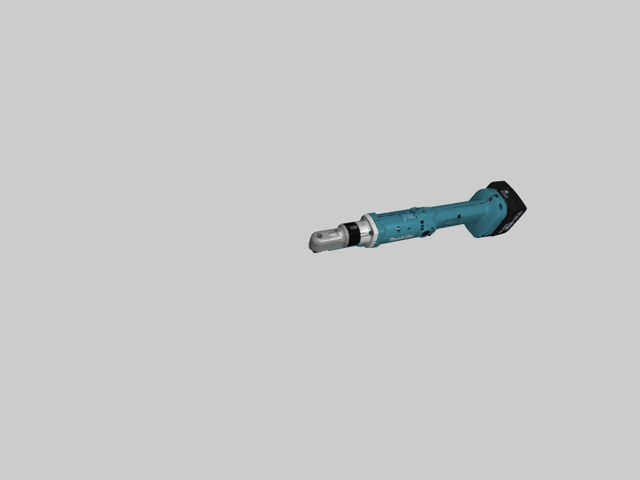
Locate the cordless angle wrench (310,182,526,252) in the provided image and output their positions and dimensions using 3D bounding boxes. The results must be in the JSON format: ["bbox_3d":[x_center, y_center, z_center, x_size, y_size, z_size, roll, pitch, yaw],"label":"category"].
[{"bbox_3d":[0.177,-0.031,0.763,0.422,0.074,0.098,-10,-34,-22],"label":"cordless angle wrench"}]
